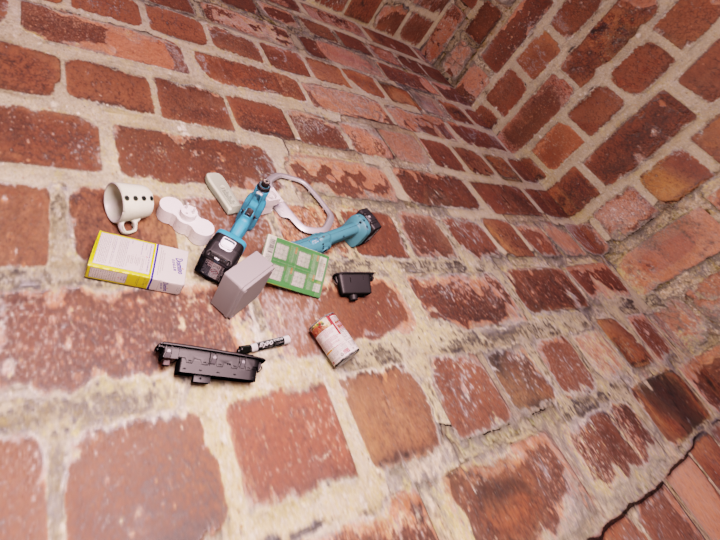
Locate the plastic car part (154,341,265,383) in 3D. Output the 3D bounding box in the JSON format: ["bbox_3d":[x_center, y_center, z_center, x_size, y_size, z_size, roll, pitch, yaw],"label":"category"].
[{"bbox_3d":[-0.267,0.171,0.766,0.194,0.067,0.069,11,56,-28],"label":"plastic car part"}]

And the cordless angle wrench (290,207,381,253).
[{"bbox_3d":[-0.108,-0.071,1.108,0.409,0.099,0.076,-26,74,-44],"label":"cordless angle wrench"}]

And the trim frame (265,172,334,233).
[{"bbox_3d":[-0.178,-0.197,1.233,0.178,0.028,0.256,-21,67,-48],"label":"trim frame"}]

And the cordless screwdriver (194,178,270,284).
[{"bbox_3d":[-0.274,-0.095,0.953,0.073,0.160,0.252,30,41,-13],"label":"cordless screwdriver"}]

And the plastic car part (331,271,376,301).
[{"bbox_3d":[-0.018,0.043,1.087,0.111,0.067,0.073,-1,67,-34],"label":"plastic car part"}]
